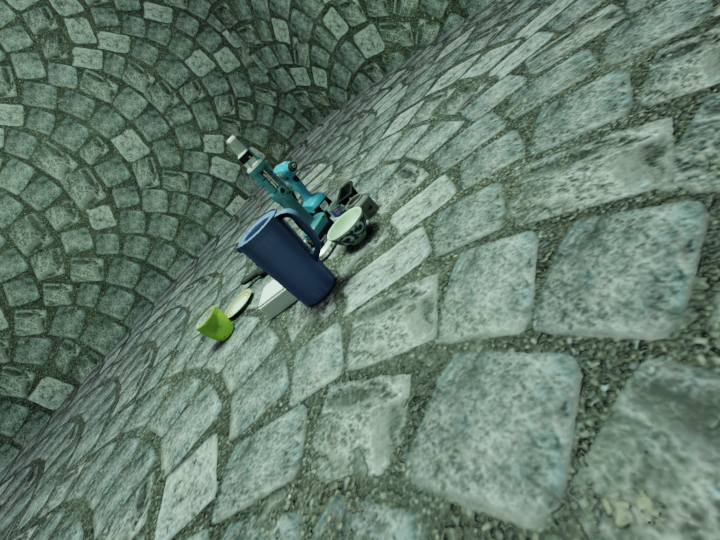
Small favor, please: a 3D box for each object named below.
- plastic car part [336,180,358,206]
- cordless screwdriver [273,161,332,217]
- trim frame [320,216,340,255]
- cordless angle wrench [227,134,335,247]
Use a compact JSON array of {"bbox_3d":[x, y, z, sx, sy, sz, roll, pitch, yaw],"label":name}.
[{"bbox_3d":[-0.030,-0.233,1.348,0.067,0.068,0.119,-34,24,25],"label":"plastic car part"},{"bbox_3d":[-0.189,-0.280,1.468,0.074,0.240,0.165,-50,21,-16],"label":"cordless screwdriver"},{"bbox_3d":[-0.129,-0.084,1.317,0.190,0.026,0.250,-21,33,43],"label":"trim frame"},{"bbox_3d":[-0.241,-0.237,1.270,0.097,0.409,0.077,-52,20,-21],"label":"cordless angle wrench"}]
